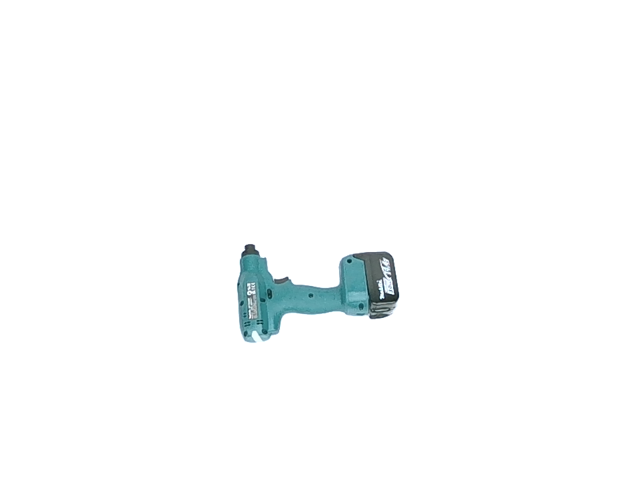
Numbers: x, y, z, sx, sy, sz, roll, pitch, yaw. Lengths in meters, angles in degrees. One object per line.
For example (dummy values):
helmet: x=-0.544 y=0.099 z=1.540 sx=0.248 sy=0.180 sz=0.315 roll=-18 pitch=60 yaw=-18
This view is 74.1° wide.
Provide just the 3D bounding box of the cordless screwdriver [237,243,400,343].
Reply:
cordless screwdriver: x=-0.008 y=0.064 z=0.667 sx=0.249 sy=0.159 sz=0.074 roll=-9 pitch=-25 yaw=0
